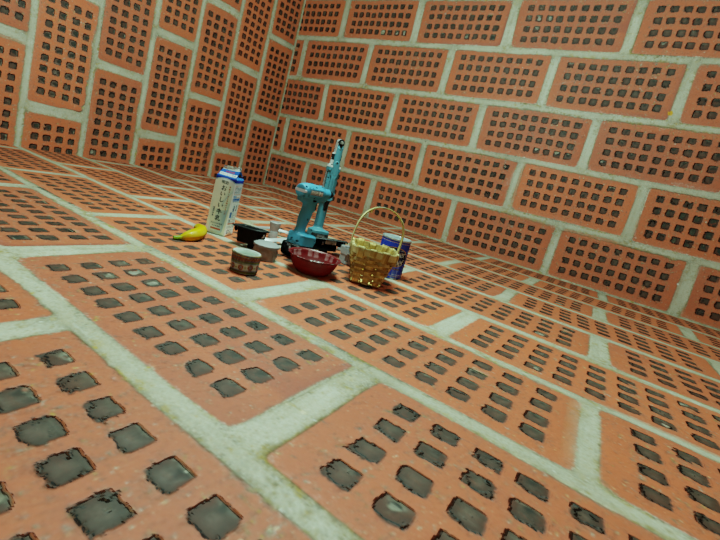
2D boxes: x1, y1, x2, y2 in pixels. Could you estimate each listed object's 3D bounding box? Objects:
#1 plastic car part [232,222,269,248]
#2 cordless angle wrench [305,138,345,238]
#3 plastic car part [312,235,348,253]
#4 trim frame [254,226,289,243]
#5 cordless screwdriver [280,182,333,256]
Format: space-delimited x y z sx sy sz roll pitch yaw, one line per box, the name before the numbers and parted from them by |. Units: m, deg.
plastic car part | -0.355 -0.108 1.361 0.122 0.070 0.063 20 12 25
cordless angle wrench | -0.128 -0.293 1.622 0.072 0.420 0.102 11 11 -24
plastic car part | -0.153 -0.100 1.566 0.198 0.066 0.068 12 12 -14
trim frame | -0.337 -0.133 1.592 0.193 0.027 0.238 21 14 27
cordless screwdriver | -0.169 -0.160 1.394 0.078 0.247 0.152 23 13 34
